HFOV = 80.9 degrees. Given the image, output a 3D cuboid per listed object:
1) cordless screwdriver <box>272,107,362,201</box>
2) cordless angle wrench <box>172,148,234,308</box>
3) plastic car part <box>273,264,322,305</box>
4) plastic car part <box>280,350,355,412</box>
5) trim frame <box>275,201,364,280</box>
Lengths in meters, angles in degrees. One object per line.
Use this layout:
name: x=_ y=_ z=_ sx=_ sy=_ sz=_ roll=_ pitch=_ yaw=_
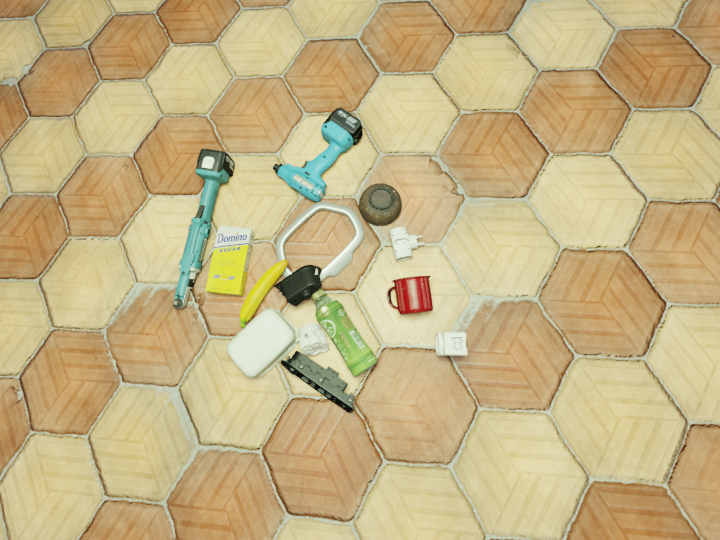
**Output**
cordless screwdriver: x=-0.113 y=-0.323 z=1.142 sx=0.163 sy=0.072 sz=0.248 roll=33 pitch=85 yaw=13
cordless angle wrench: x=-0.425 y=-0.109 z=1.115 sx=0.075 sy=0.096 sz=0.426 roll=10 pitch=81 yaw=5
plastic car part: x=-0.142 y=0.043 z=1.021 sx=0.118 sy=0.062 sz=0.074 roll=-33 pitch=47 yaw=16
plastic car part: x=-0.095 y=0.252 z=0.990 sx=0.208 sy=0.065 sz=0.067 roll=27 pitch=70 yaw=12
trim frame: x=-0.107 y=-0.070 z=1.096 sx=0.247 sy=0.027 sz=0.190 roll=-45 pitch=74 yaw=-8
